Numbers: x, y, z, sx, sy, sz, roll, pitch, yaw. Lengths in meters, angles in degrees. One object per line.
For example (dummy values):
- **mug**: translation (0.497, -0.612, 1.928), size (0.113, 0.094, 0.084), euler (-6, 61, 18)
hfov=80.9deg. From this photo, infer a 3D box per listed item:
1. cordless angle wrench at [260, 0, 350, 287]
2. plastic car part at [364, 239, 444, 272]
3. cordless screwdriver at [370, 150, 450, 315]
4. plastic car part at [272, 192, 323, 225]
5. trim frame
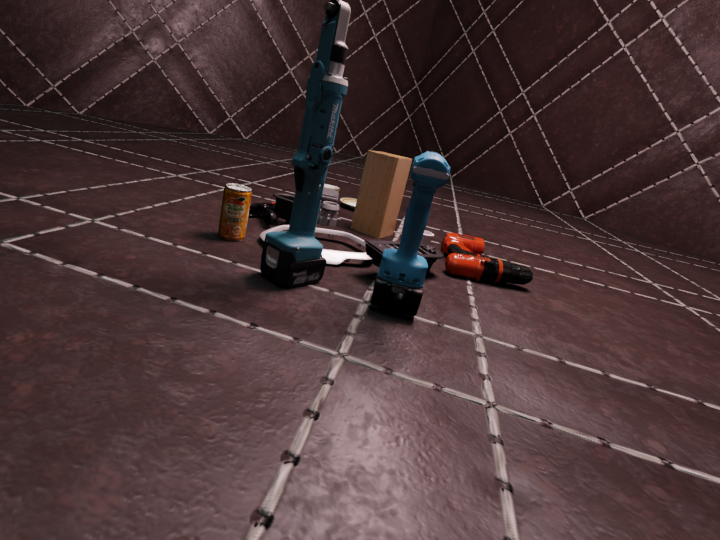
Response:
- **cordless angle wrench**: translation (-0.072, -0.182, 0.652), size (0.079, 0.418, 0.094), euler (27, 22, 37)
- **plastic car part**: translation (0.090, -0.022, 0.828), size (0.194, 0.066, 0.070), euler (-6, 26, -42)
- **cordless screwdriver**: translation (0.083, -0.065, 0.673), size (0.075, 0.246, 0.159), euler (14, 18, 4)
- **plastic car part**: translation (-0.157, -0.140, 1.013), size (0.119, 0.070, 0.065), euler (16, 18, 11)
- **trim frame**: translation (-0.086, -0.057, 0.885), size (0.243, 0.027, 0.190), euler (7, 20, -13)
